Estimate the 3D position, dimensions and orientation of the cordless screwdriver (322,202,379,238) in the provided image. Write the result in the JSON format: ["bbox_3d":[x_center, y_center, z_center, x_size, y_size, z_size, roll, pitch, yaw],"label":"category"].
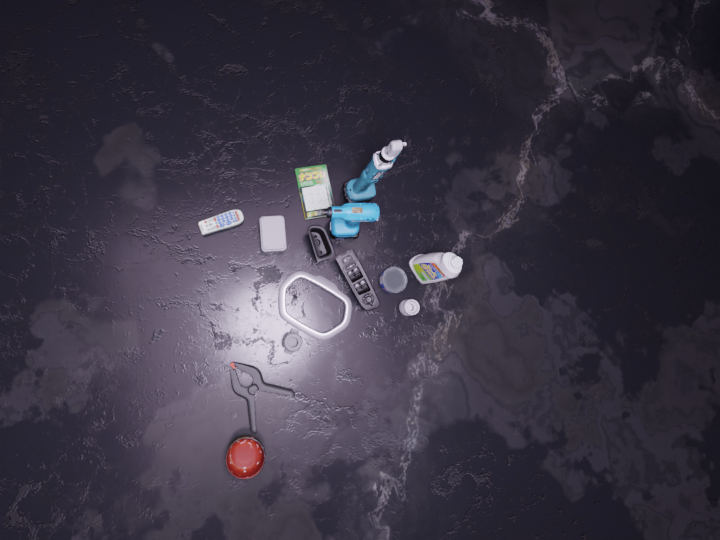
[{"bbox_3d":[-0.052,-0.152,1.289,0.156,0.251,0.075,-1,83,-13],"label":"cordless screwdriver"}]

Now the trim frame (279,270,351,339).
[{"bbox_3d":[-0.144,0.108,1.339,0.247,0.027,0.184,29,76,-3],"label":"trim frame"}]

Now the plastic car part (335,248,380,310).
[{"bbox_3d":[-0.010,0.037,1.354,0.065,0.067,0.205,-28,86,-15],"label":"plastic car part"}]

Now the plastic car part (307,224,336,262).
[{"bbox_3d":[-0.133,-0.087,1.355,0.065,0.071,0.118,-19,84,-14],"label":"plastic car part"}]

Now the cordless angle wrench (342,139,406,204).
[{"bbox_3d":[0.036,-0.284,1.238,0.096,0.427,0.075,-11,86,-15],"label":"cordless angle wrench"}]
